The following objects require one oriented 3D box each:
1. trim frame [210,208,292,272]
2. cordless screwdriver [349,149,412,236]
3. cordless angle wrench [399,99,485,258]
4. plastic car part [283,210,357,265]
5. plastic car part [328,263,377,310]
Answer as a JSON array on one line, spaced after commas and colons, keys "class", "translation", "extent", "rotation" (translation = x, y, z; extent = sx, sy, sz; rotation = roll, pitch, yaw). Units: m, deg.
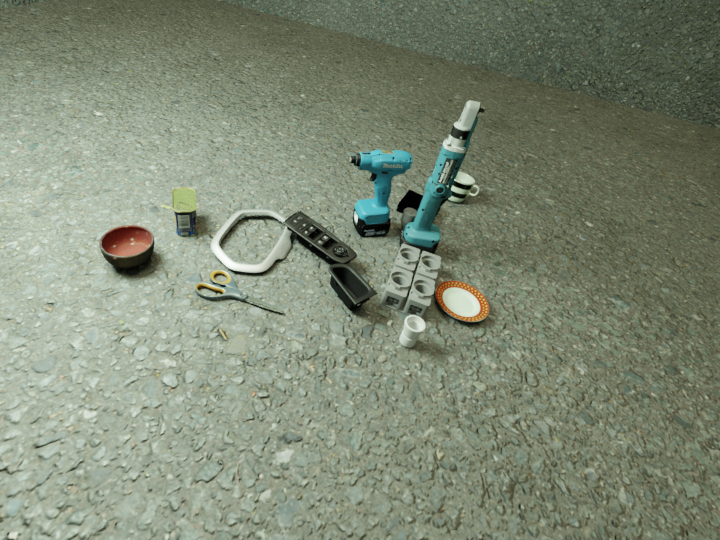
[{"class": "trim frame", "translation": [-0.269, -0.081, 1.076], "extent": [0.186, 0.027, 0.251], "rotation": [16, 42, 5]}, {"class": "cordless screwdriver", "translation": [0.028, -0.204, 1.115], "extent": [0.155, 0.244, 0.078], "rotation": [-1, 44, -18]}, {"class": "cordless angle wrench", "translation": [0.193, -0.207, 1.026], "extent": [0.098, 0.415, 0.076], "rotation": [14, 41, -2]}, {"class": "plastic car part", "translation": [-0.105, -0.068, 1.069], "extent": [0.211, 0.066, 0.065], "rotation": [33, 45, 22]}, {"class": "plastic car part", "translation": [-0.028, 0.044, 0.959], "extent": [0.064, 0.069, 0.123], "rotation": [-21, 51, -33]}]
